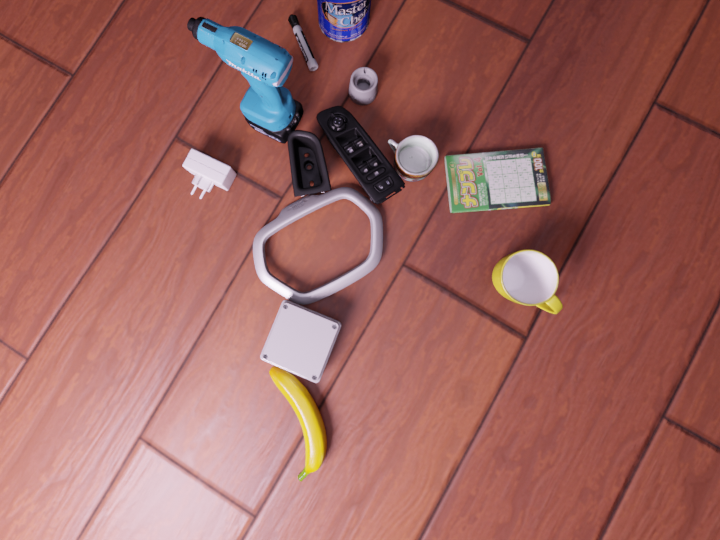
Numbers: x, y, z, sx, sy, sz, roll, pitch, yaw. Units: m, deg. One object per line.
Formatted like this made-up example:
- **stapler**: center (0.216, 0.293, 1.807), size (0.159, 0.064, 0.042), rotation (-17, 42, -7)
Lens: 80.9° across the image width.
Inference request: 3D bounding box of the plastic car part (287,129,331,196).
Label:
- **plastic car part**: center (-0.094, -0.188, 0.763), size (0.066, 0.070, 0.118), rotation (-10, 83, -1)

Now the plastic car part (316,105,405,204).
- **plastic car part**: center (-0.005, -0.209, 0.763), size (0.066, 0.066, 0.206), rotation (-34, 83, -3)

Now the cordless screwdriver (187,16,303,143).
- **cordless screwdriver**: center (-0.178, -0.308, 0.694), size (0.161, 0.247, 0.074), rotation (29, 85, 2)

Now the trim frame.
- **trim frame**: center (-0.075, -0.049, 0.765), size (0.248, 0.027, 0.187), rotation (-29, 82, -1)
